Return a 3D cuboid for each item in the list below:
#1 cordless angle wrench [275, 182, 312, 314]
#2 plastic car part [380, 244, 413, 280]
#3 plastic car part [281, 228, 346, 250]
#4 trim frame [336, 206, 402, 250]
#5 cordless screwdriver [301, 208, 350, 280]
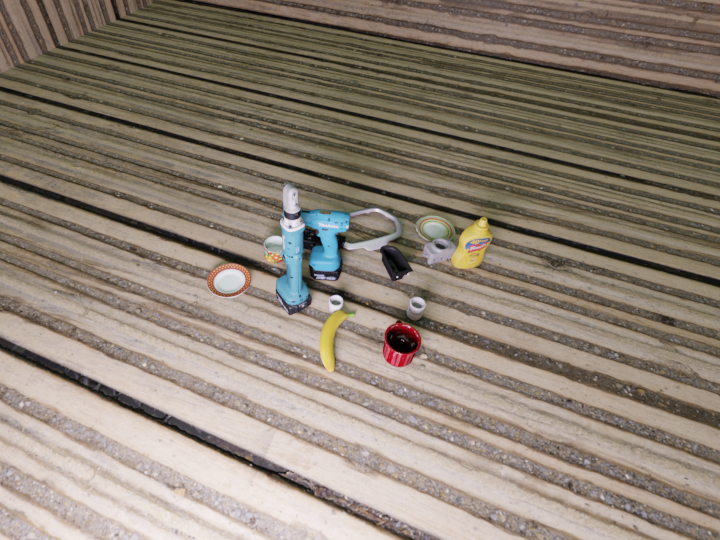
[{"bbox_3d":[-0.172,-0.046,1.073,0.072,0.411,0.103,-24,56,-27],"label":"cordless angle wrench"},{"bbox_3d":[0.100,-0.015,1.287,0.064,0.069,0.122,-14,50,-17],"label":"plastic car part"},{"bbox_3d":[-0.151,-0.095,1.351,0.207,0.065,0.067,16,48,11],"label":"plastic car part"},{"bbox_3d":[0.020,-0.142,1.428,0.243,0.027,0.193,-15,50,-16],"label":"trim frame"},{"bbox_3d":[-0.119,-0.078,1.218,0.160,0.242,0.076,8,48,1],"label":"cordless screwdriver"}]
